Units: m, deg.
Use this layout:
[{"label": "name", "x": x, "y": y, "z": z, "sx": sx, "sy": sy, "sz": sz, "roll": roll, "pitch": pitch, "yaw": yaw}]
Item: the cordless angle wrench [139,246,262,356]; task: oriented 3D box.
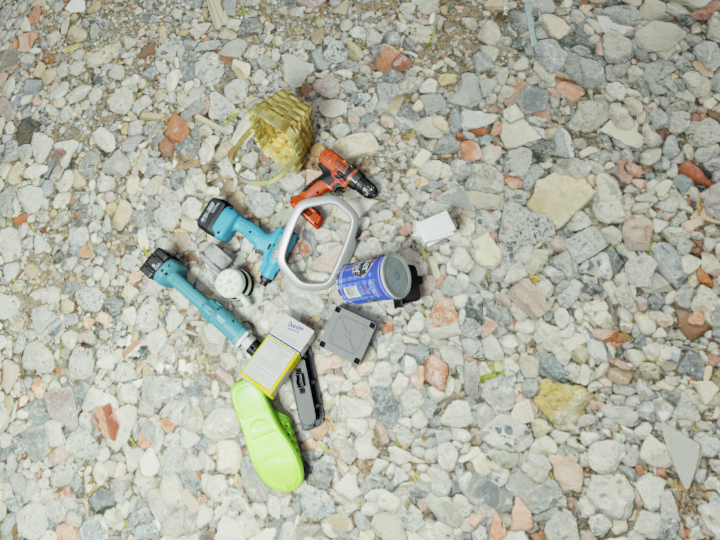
[{"label": "cordless angle wrench", "x": -0.370, "y": 0.102, "z": 1.062, "sx": 0.432, "sy": 0.096, "sz": 0.074, "roll": 38, "pitch": 84, "yaw": 10}]

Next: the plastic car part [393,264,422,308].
[{"label": "plastic car part", "x": 0.114, "y": 0.031, "z": 1.014, "sx": 0.070, "sy": 0.066, "sz": 0.118, "roll": 1, "pitch": 76, "yaw": -8}]

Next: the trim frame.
[{"label": "trim frame", "x": -0.102, "y": -0.067, "z": 1.047, "sx": 0.182, "sy": 0.028, "sz": 0.248, "roll": 20, "pitch": 95, "yaw": -7}]

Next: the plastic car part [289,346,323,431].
[{"label": "plastic car part", "x": -0.133, "y": 0.277, "z": 1.004, "sx": 0.066, "sy": 0.066, "sz": 0.206, "roll": -13, "pitch": 80, "yaw": -3}]

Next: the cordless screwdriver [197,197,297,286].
[{"label": "cordless screwdriver", "x": -0.303, "y": -0.076, "z": 1.093, "sx": 0.253, "sy": 0.073, "sz": 0.159, "roll": 26, "pitch": 85, "yaw": 9}]
